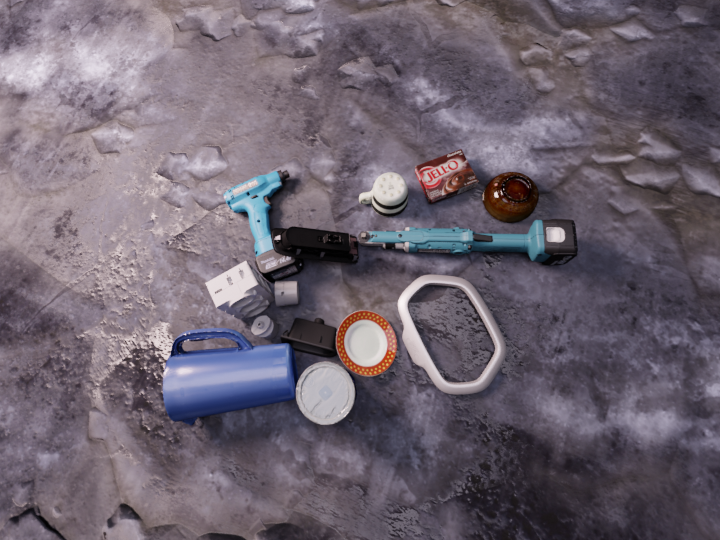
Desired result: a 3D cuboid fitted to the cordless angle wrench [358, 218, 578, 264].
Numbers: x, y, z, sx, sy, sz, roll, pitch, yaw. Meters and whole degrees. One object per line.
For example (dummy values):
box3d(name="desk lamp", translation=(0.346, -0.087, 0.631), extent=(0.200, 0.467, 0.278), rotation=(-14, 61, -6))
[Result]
box3d(name="cordless angle wrench", translation=(0.207, -0.062, 0.884), extent=(0.431, 0.095, 0.075), rotation=(2, 75, 11))

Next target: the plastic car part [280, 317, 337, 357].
box3d(name="plastic car part", translation=(-0.099, 0.132, 0.871), extent=(0.118, 0.064, 0.072), rotation=(9, 61, 5))

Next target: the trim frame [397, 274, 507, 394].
box3d(name="trim frame", translation=(0.180, 0.123, 0.856), extent=(0.183, 0.027, 0.255), rotation=(-25, 74, -3))

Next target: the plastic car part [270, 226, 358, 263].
box3d(name="plastic car part", translation=(-0.086, -0.056, 0.877), extent=(0.196, 0.068, 0.067), rotation=(4, 78, -23))

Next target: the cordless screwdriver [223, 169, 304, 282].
box3d(name="cordless screwdriver", translation=(-0.194, -0.109, 0.947), extent=(0.159, 0.072, 0.257), rotation=(-26, 68, -3))
